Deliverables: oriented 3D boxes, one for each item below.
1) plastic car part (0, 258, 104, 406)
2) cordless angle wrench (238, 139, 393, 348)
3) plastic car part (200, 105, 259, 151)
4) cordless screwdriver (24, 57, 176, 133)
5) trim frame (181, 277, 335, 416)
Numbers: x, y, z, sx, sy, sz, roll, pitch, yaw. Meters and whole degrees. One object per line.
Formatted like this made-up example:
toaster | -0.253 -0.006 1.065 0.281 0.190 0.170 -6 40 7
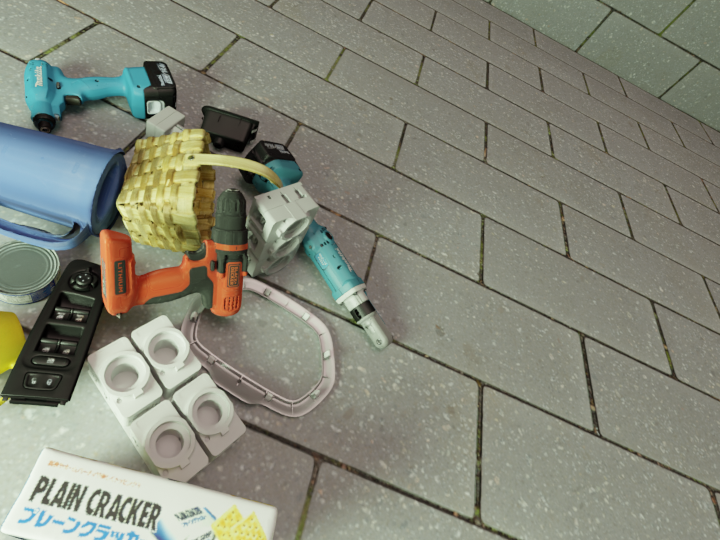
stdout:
plastic car part | -0.364 0.075 0.531 0.065 0.066 0.210 5 50 -15
cordless angle wrench | -0.074 -0.048 0.754 0.434 0.075 0.094 56 28 15
plastic car part | -0.270 -0.276 0.850 0.114 0.066 0.072 14 66 -12
cordless screwdriver | -0.468 -0.316 0.776 0.240 0.074 0.165 -11 62 -26
trim frame | -0.146 0.108 0.637 0.248 0.027 0.184 33 50 -1
